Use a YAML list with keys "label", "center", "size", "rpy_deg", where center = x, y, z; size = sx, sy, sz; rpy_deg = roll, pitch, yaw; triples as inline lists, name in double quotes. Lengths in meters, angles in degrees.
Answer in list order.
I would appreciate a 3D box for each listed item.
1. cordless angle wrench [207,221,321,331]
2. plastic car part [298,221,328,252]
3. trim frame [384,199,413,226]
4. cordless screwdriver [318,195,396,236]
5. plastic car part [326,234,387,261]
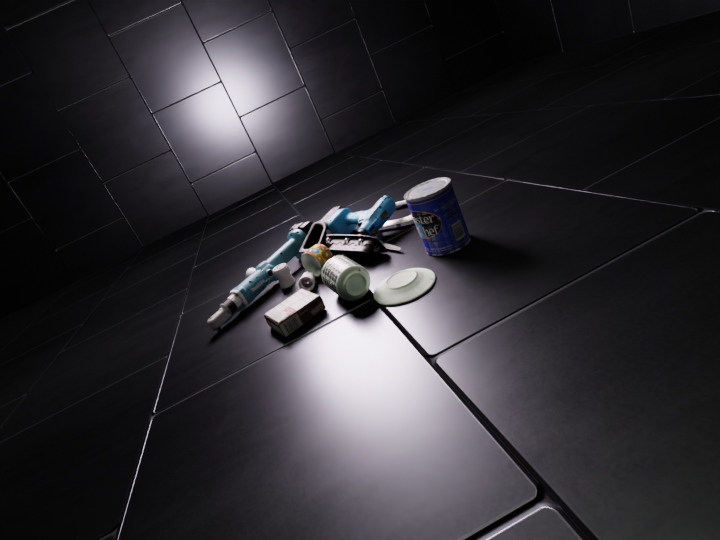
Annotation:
- label: "cordless angle wrench"
  center: [-0.262, 0.011, 1.167]
  size: [0.077, 0.095, 0.418]
  rpy_deg: [-9, 31, 46]
- label: "plastic car part"
  center: [-0.120, -0.078, 1.223]
  size: [0.069, 0.067, 0.117]
  rpy_deg: [-3, 47, 29]
- label: "trim frame"
  center: [0.110, -0.170, 1.245]
  size: [0.259, 0.027, 0.182]
  rpy_deg: [-9, 29, 39]
- label: "cordless screwdriver"
  center: [-0.026, -0.131, 1.212]
  size: [0.260, 0.071, 0.158]
  rpy_deg: [-5, 39, 50]
- label: "plastic car part"
  center: [-0.023, -0.057, 1.094]
  size: [0.213, 0.064, 0.066]
  rpy_deg: [2, 43, 48]
